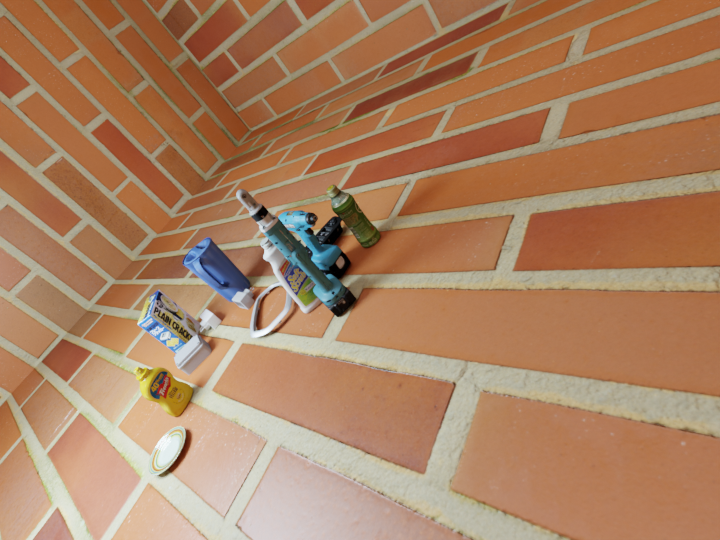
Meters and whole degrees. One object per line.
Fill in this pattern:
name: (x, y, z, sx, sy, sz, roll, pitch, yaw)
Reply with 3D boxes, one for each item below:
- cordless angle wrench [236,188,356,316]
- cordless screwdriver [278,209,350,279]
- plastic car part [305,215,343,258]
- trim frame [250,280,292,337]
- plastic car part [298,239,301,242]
cordless angle wrench: (-0.165, -0.046, 1.069, 0.074, 0.404, 0.103, -43, 28, -6)
cordless screwdriver: (-0.119, -0.078, 1.219, 0.167, 0.237, 0.074, 3, 50, 51)
plastic car part: (-0.117, -0.101, 1.410, 0.069, 0.064, 0.203, 0, 49, 48)
trim frame: (-0.288, 0.118, 1.360, 0.186, 0.026, 0.257, -32, 32, 13)
plastic car part: (-0.239, -0.043, 1.466, 0.119, 0.068, 0.068, -27, 32, 21)
